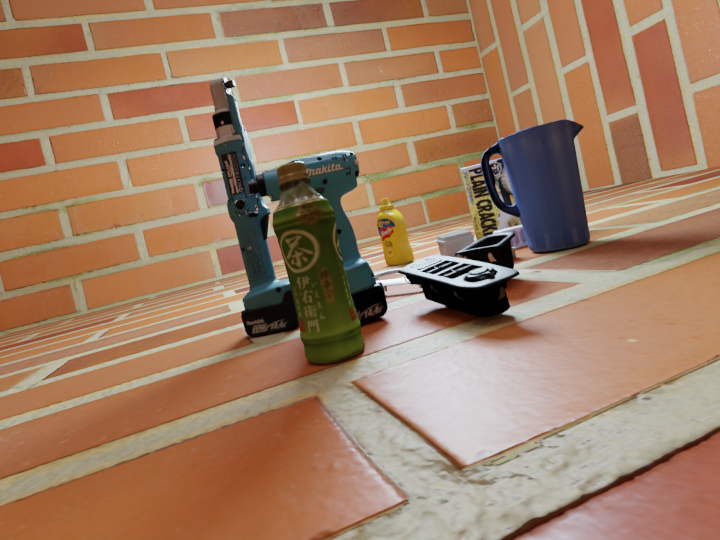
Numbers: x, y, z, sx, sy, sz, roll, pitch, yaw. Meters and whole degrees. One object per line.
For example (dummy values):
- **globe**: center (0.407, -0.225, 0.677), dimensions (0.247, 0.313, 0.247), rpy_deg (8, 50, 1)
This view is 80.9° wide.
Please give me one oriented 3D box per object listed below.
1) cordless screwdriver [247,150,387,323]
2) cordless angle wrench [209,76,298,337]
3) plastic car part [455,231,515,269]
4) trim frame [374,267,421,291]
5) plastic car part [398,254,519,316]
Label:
- **cordless screwdriver**: center (-0.059, -0.039, 0.607), dimensions (0.157, 0.248, 0.075), rpy_deg (-14, 2, -11)
- **cordless angle wrench**: center (-0.187, -0.108, 0.699), dimensions (0.099, 0.422, 0.073), rpy_deg (-13, 1, 10)
- **plastic car part**: center (0.203, -0.015, 0.641), dimensions (0.069, 0.070, 0.112), rpy_deg (-11, 6, 39)
- **trim frame**: center (0.112, 0.010, 0.819), dimensions (0.258, 0.027, 0.178), rpy_deg (-10, 7, 32)
- **plastic car part**: center (0.119, 0.019, 0.537), dimensions (0.065, 0.067, 0.208), rpy_deg (-15, 6, -16)
